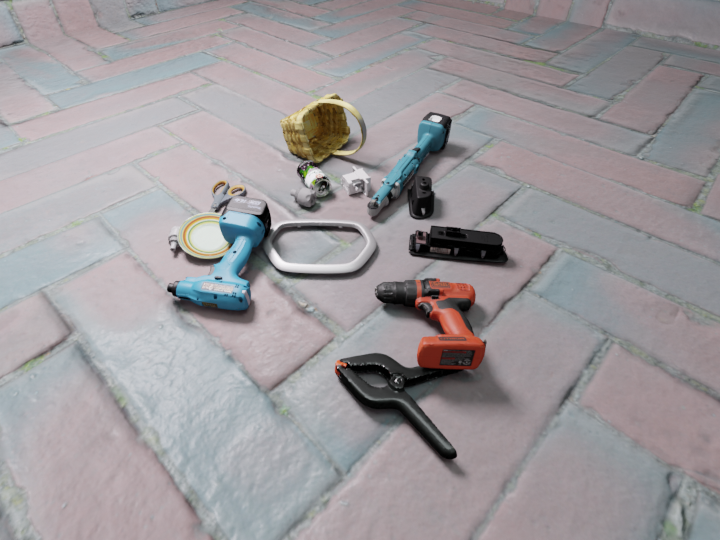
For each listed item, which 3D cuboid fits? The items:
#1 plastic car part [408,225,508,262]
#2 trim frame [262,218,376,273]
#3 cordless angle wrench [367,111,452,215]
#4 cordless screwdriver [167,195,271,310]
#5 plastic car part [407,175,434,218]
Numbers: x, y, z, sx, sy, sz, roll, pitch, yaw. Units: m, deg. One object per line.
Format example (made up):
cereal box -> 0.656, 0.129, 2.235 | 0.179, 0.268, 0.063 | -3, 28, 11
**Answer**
plastic car part -> 0.210, -0.061, 0.897 | 0.206, 0.065, 0.067 | 10, 38, 7
trim frame -> -0.090, -0.059, 0.920 | 0.249, 0.026, 0.190 | -2, 46, 1
cordless angle wrench -> 0.124, -0.273, 1.099 | 0.077, 0.095, 0.421 | 22, 53, 19
cordless screwdriver -> -0.276, -0.039, 0.857 | 0.161, 0.072, 0.254 | 5, 55, 6
plastic car part -> 0.149, -0.185, 1.013 | 0.067, 0.069, 0.119 | 4, 42, 4
